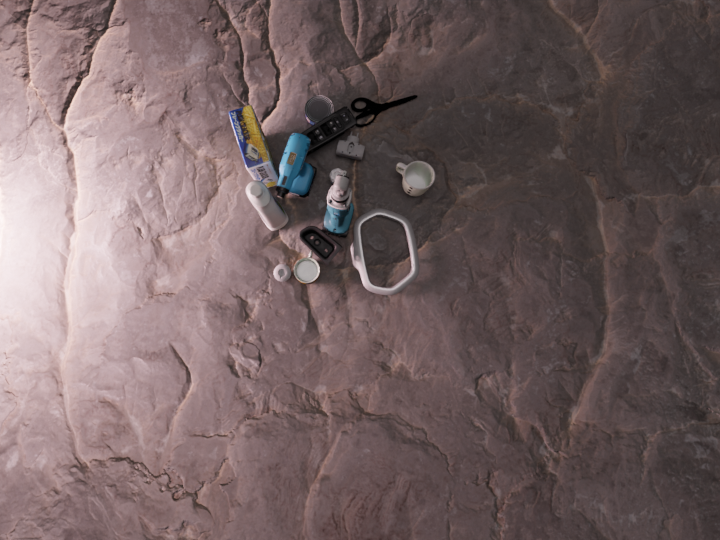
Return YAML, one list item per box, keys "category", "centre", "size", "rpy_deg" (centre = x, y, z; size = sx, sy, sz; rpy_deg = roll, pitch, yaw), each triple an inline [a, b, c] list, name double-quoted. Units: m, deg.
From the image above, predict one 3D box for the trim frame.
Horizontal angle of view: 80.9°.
- category: "trim frame"
  centre: [0.067, -0.054, 1.191]
  size: [0.184, 0.027, 0.251]
  rpy_deg: [-10, 83, 0]

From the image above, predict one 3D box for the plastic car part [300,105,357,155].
- category: "plastic car part"
  centre: [-0.112, -0.389, 1.216]
  size: [0.202, 0.066, 0.067]
  rpy_deg: [-30, 86, -2]

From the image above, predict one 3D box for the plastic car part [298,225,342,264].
- category: "plastic car part"
  centre: [-0.115, -0.075, 1.177]
  size: [0.118, 0.070, 0.066]
  rpy_deg: [41, 85, 4]

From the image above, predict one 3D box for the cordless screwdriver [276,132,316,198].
- category: "cordless screwdriver"
  centre: [-0.173, -0.243, 1.110]
  size: [0.074, 0.248, 0.159]
  rpy_deg: [18, 85, -2]

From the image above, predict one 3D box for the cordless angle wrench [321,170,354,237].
- category: "cordless angle wrench"
  centre: [-0.051, -0.154, 1.009]
  size: [0.074, 0.421, 0.098]
  rpy_deg: [16, 86, -3]
